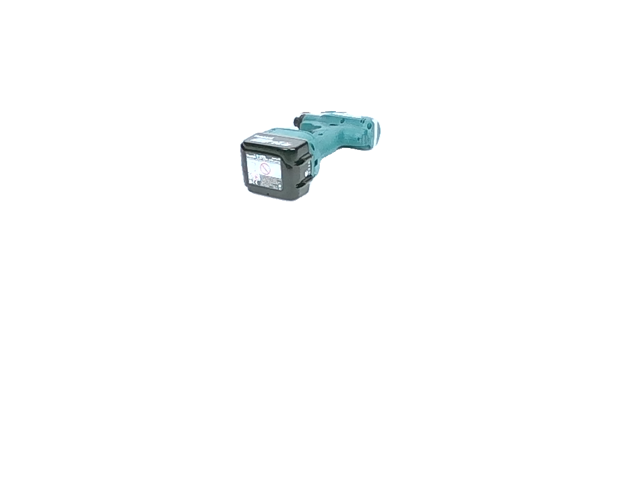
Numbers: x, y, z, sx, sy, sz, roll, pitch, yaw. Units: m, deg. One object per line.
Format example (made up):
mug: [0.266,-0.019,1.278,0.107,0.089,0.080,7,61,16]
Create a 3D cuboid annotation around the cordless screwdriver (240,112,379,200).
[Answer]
cordless screwdriver: [-0.030,-0.149,0.658,0.160,0.074,0.247,17,35,28]
